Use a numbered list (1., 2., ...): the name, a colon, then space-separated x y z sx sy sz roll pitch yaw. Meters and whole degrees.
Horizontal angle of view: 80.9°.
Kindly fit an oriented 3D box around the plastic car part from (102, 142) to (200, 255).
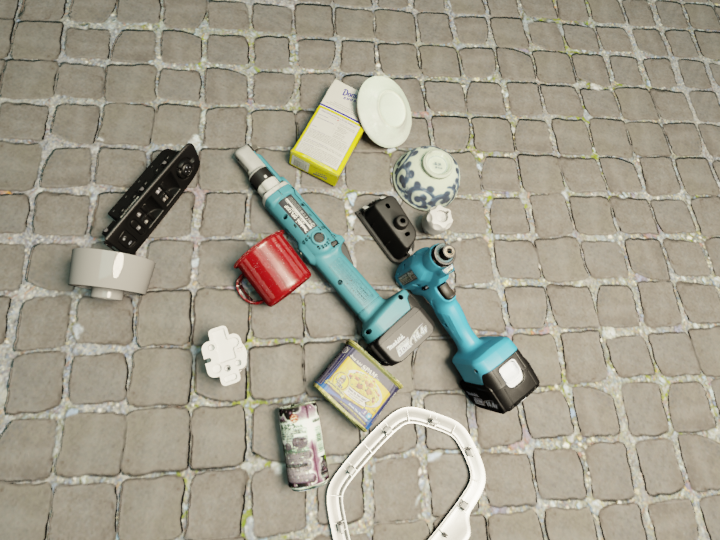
1. plastic car part: -0.328 -0.118 0.663 0.070 0.063 0.203 25 70 26

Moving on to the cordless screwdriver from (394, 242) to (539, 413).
1. cordless screwdriver: 0.152 0.075 0.605 0.073 0.159 0.253 -31 82 -18

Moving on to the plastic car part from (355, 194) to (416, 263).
1. plastic car part: 0.054 -0.075 0.688 0.065 0.070 0.119 -30 77 -16

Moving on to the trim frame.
1. trim frame: 0.067 0.311 0.587 0.246 0.027 0.187 -41 82 -19

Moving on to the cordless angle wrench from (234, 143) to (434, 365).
1. cordless angle wrench: -0.065 -0.043 0.665 0.097 0.073 0.432 -38 78 -18
